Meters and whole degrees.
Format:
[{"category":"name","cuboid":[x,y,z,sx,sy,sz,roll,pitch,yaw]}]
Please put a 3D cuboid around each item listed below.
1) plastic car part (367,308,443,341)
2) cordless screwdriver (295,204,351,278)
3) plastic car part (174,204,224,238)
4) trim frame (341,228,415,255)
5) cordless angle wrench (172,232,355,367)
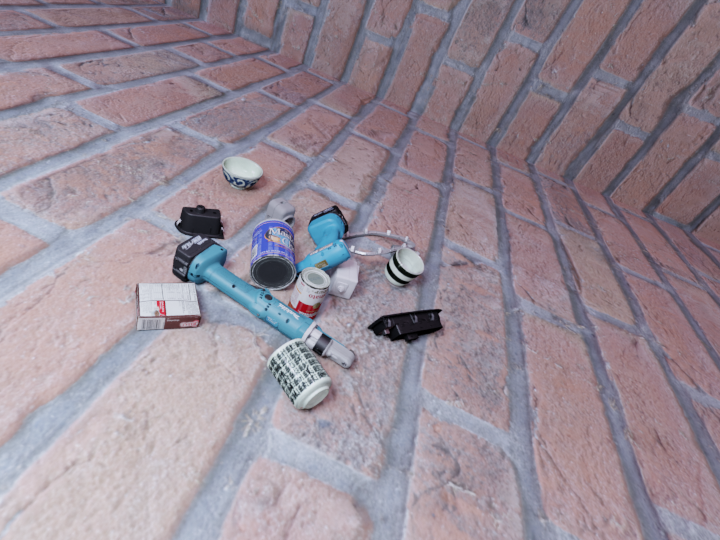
[{"category":"plastic car part","cuboid":[0.119,0.125,0.971,0.194,0.066,0.070,-8,55,-36]},{"category":"cordless screwdriver","cuboid":[-0.105,-0.069,1.072,0.071,0.161,0.255,59,14,-26]},{"category":"plastic car part","cuboid":[-0.385,-0.125,1.024,0.112,0.070,0.069,6,37,-28]},{"category":"trim frame","cuboid":[0.041,-0.081,1.189,0.238,0.027,0.195,-10,27,-38]},{"category":"cordless angle wrench","cuboid":[-0.197,0.071,0.868,0.432,0.074,0.097,32,36,10]}]
